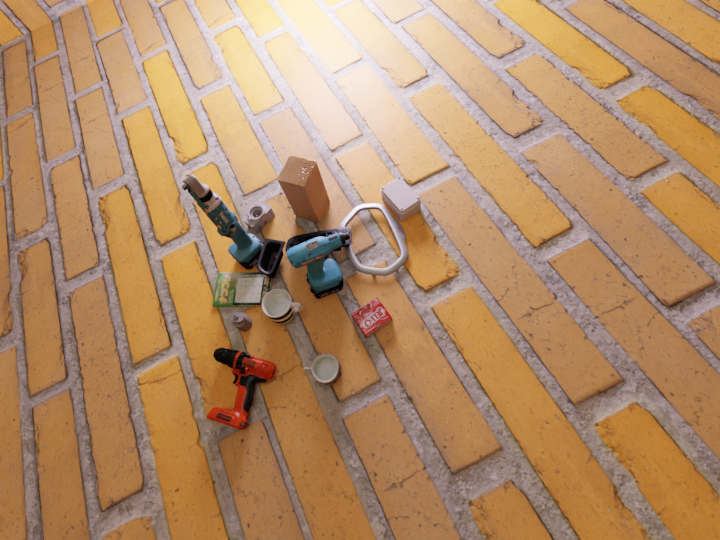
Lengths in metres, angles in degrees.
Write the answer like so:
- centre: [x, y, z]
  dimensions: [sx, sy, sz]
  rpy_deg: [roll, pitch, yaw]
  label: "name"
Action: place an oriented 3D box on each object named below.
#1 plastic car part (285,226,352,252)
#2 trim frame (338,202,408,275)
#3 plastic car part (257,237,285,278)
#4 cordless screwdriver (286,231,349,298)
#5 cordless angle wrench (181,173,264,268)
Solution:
- centre: [-0.124, -0.081, 1.263]
  dimensions: [0.206, 0.064, 0.068]
  rpy_deg: [-6, 65, 9]
  label: "plastic car part"
- centre: [0.040, -0.094, 1.255]
  dimensions: [0.184, 0.026, 0.258]
  rpy_deg: [-23, 62, 1]
  label: "trim frame"
- centre: [-0.265, -0.028, 1.267]
  dimensions: [0.068, 0.068, 0.118]
  rpy_deg: [9, 67, 14]
  label: "plastic car part"
- centre: [-0.090, -0.018, 1.127]
  dimensions: [0.159, 0.239, 0.077]
  rpy_deg: [-22, 65, -1]
  label: "cordless screwdriver"
- centre: [-0.365, -0.130, 1.148]
  dimensions: [0.077, 0.407, 0.097]
  rpy_deg: [39, 77, 21]
  label: "cordless angle wrench"
